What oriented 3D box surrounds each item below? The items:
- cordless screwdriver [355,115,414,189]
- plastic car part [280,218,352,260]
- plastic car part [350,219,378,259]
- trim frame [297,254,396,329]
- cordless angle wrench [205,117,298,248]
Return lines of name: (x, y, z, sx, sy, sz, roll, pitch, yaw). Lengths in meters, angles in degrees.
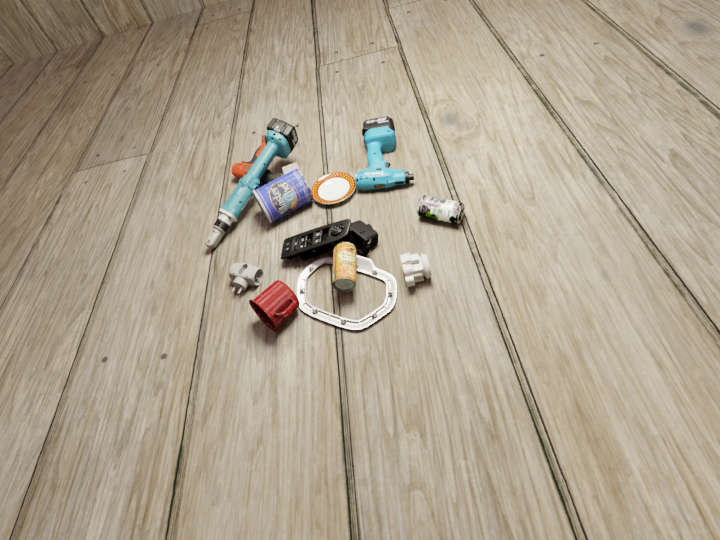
cordless screwdriver: (0.073, -0.335, 1.214, 0.163, 0.071, 0.254, -3, 56, 14)
plastic car part: (-0.102, -0.067, 1.046, 0.209, 0.064, 0.068, -19, 40, 30)
plastic car part: (0.002, -0.092, 1.058, 0.069, 0.064, 0.123, -23, 45, -23)
trim frame: (-0.038, 0.041, 0.982, 0.260, 0.026, 0.184, 15, 58, 28)
cordless angle wrench: (-0.320, -0.245, 1.212, 0.076, 0.095, 0.423, 27, 76, 11)
